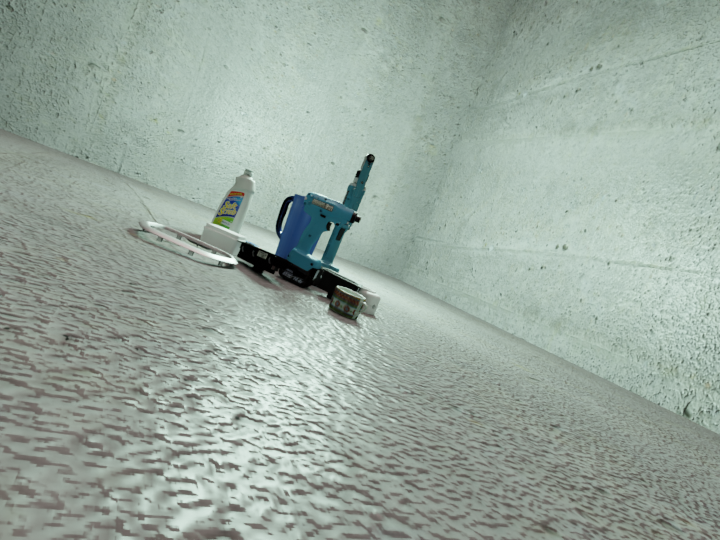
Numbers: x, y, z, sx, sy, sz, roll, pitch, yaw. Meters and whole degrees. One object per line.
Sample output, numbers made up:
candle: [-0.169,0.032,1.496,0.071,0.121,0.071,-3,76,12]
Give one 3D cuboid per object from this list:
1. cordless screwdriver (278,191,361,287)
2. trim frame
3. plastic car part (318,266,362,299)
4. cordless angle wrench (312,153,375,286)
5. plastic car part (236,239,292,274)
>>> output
cordless screwdriver: [-0.111,-0.073,1.138,0.162,0.248,0.073,23,2,10]
trim frame: [-0.403,-0.062,0.990,0.248,0.027,0.185,22,3,-2]
plastic car part: [-0.060,0.045,1.117,0.118,0.071,0.065,23,3,8]
cordless angle wrench: [-0.049,-0.149,1.264,0.072,0.422,0.101,22,2,-18]
plastic car part: [-0.259,-0.031,1.083,0.063,0.067,0.215,20,4,-44]
